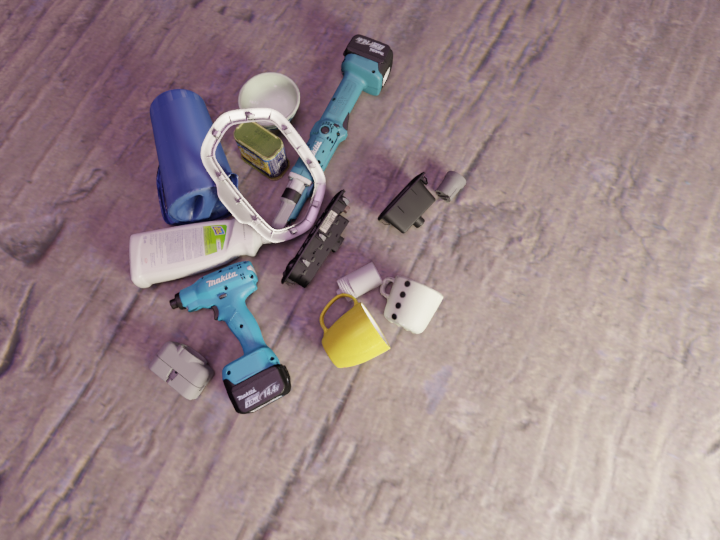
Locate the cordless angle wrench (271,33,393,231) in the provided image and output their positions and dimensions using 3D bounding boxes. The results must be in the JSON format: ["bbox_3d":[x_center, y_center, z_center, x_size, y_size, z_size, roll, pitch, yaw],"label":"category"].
[{"bbox_3d":[-0.065,-0.262,0.825,0.100,0.073,0.424,25,79,7],"label":"cordless angle wrench"}]

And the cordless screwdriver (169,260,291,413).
[{"bbox_3d":[-0.224,0.118,0.723,0.158,0.072,0.256,-23,71,-4],"label":"cordless screwdriver"}]

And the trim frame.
[{"bbox_3d":[-0.160,-0.164,0.733,0.183,0.029,0.238,-43,116,-14],"label":"trim frame"}]

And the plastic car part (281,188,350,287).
[{"bbox_3d":[-0.075,-0.049,0.772,0.065,0.068,0.202,39,77,-17],"label":"plastic car part"}]

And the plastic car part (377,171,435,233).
[{"bbox_3d":[0.092,-0.114,0.782,0.070,0.066,0.116,40,83,-5],"label":"plastic car part"}]
